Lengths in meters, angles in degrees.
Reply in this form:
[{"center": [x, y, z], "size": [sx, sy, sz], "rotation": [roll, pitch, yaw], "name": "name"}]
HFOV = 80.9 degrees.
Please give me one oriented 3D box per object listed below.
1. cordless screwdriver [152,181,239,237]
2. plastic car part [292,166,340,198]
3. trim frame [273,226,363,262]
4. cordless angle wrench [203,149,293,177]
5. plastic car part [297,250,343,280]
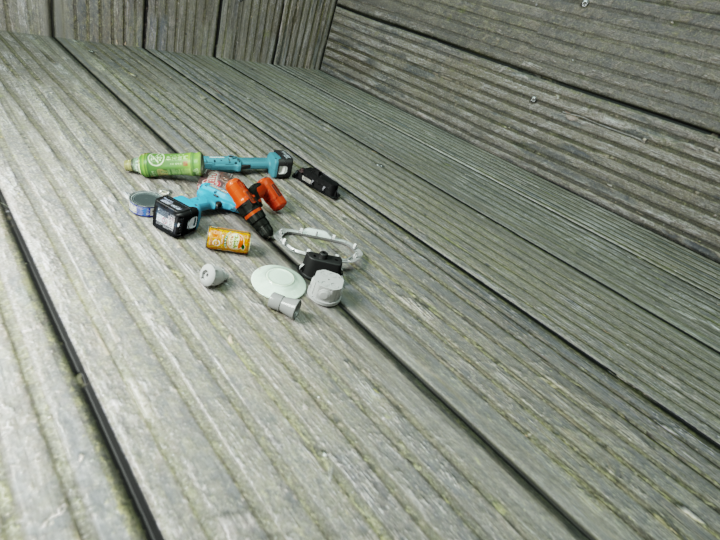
[{"center": [-0.410, -0.159, 1.109], "size": [0.162, 0.073, 0.247], "rotation": [24, 28, 8], "name": "cordless screwdriver"}, {"center": [-0.146, -0.318, 1.491], "size": [0.212, 0.066, 0.064], "rotation": [38, 29, 25], "name": "plastic car part"}, {"center": [-0.111, -0.073, 1.138], "size": [0.244, 0.027, 0.190], "rotation": [8, 23, -11], "name": "trim frame"}, {"center": [-0.429, -0.352, 1.403], "size": [0.407, 0.073, 0.103], "rotation": [-9, 40, -32], "name": "cordless angle wrench"}, {"center": [-0.091, -0.013, 1.035], "size": [0.114, 0.070, 0.068], "rotation": [14, 31, -12], "name": "plastic car part"}]
